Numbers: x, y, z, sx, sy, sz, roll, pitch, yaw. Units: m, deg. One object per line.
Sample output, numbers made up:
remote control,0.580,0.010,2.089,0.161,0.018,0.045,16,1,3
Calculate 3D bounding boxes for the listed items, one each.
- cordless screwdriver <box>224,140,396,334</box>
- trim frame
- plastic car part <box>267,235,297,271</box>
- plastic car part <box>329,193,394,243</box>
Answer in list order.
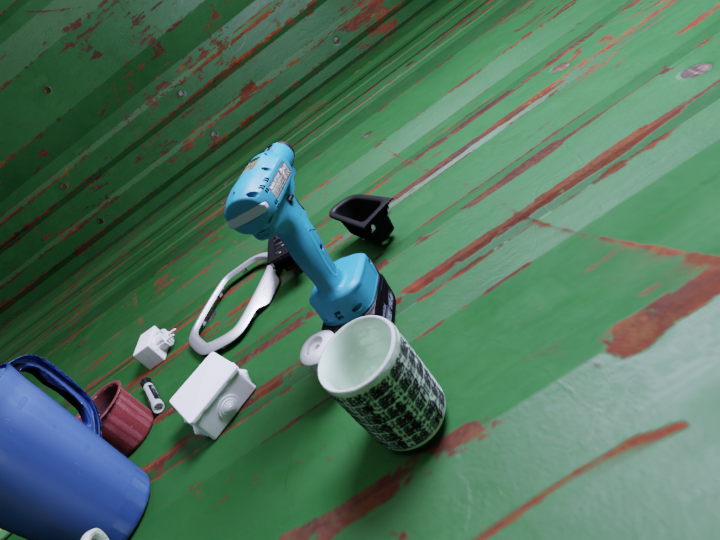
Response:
cordless screwdriver,-0.049,-0.032,0.500,0.076,0.238,0.162,-24,30,24
trim frame,-0.232,0.055,0.792,0.190,0.026,0.251,-18,35,31
plastic car part,-0.133,-0.050,0.792,0.066,0.064,0.211,-35,29,5
plastic car part,0.009,-0.076,0.671,0.065,0.068,0.122,-45,30,-15
